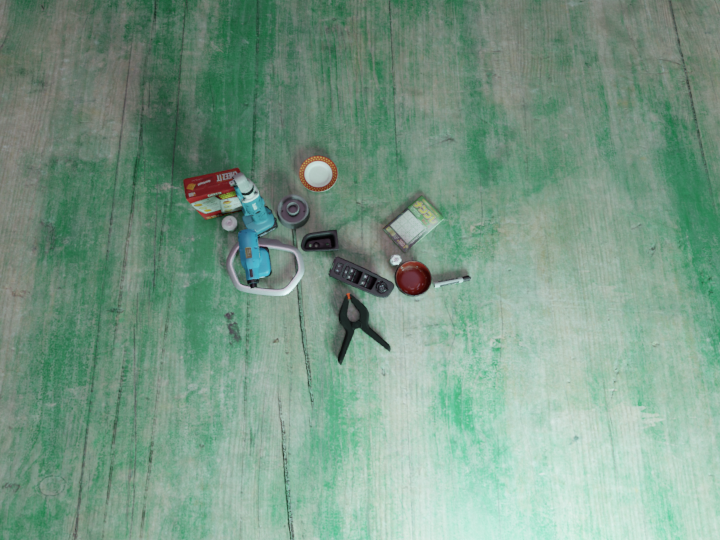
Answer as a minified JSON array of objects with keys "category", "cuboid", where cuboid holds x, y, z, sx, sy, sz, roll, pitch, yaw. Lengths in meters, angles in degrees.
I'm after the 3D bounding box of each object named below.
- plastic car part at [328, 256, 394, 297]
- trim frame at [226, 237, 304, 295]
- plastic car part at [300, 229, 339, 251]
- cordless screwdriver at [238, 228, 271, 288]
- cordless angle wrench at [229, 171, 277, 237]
[{"category":"plastic car part","cuboid":[0.002,0.028,1.311,0.205,0.066,0.066,23,79,4]},{"category":"trim frame","cuboid":[-0.301,-0.014,1.337,0.249,0.027,0.186,5,78,1]},{"category":"plastic car part","cuboid":[-0.130,-0.085,1.332,0.116,0.070,0.067,-6,80,-3]},{"category":"cordless screwdriver","cuboid":[-0.304,-0.015,1.225,0.074,0.247,0.161,-8,81,-7]},{"category":"cordless angle wrench","cuboid":[-0.299,-0.182,1.174,0.097,0.420,0.075,-29,85,-10]}]
